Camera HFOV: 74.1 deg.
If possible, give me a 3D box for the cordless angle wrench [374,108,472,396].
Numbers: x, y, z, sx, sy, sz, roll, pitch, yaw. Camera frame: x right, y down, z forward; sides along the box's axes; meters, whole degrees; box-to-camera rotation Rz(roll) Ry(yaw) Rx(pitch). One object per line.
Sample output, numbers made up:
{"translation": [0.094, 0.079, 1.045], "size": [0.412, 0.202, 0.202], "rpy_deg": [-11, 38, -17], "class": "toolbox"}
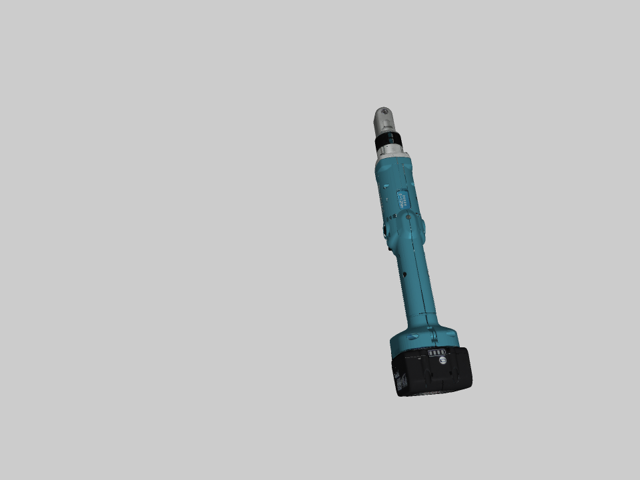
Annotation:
{"translation": [0.115, -0.012, 0.583], "size": [0.074, 0.421, 0.098], "rpy_deg": [-4, -24, -4], "class": "cordless angle wrench"}
